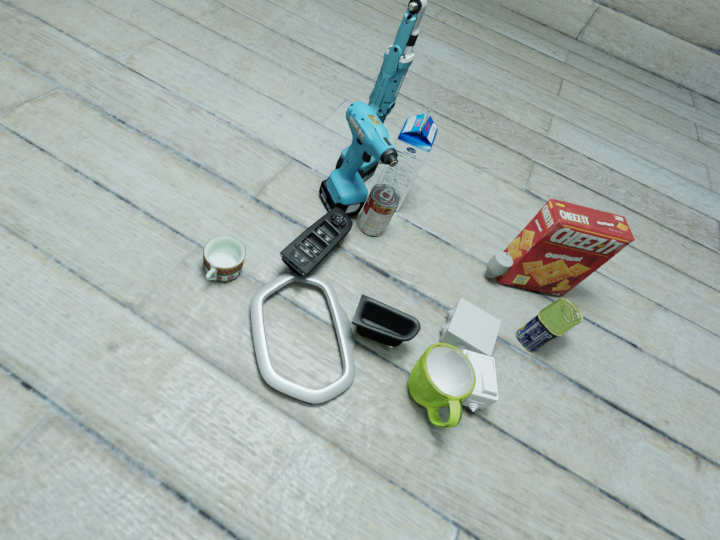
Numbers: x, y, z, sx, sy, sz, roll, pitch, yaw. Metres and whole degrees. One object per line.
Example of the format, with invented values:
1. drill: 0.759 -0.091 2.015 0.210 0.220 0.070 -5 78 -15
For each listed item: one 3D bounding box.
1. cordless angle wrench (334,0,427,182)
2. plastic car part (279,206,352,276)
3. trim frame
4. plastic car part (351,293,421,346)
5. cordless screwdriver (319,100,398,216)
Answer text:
1. cordless angle wrench: 0.044 -0.358 0.895 0.076 0.419 0.096 39 52 10
2. plastic car part: -0.083 -0.054 0.852 0.068 0.066 0.201 34 52 8
3. trim frame: -0.098 0.109 0.746 0.179 0.027 0.259 -5 55 -19
4. plastic car part: 0.040 0.104 0.761 0.117 0.070 0.066 24 51 1
5. cordless screwdriver: -0.004 -0.200 0.870 0.072 0.246 0.166 -13 60 -28
